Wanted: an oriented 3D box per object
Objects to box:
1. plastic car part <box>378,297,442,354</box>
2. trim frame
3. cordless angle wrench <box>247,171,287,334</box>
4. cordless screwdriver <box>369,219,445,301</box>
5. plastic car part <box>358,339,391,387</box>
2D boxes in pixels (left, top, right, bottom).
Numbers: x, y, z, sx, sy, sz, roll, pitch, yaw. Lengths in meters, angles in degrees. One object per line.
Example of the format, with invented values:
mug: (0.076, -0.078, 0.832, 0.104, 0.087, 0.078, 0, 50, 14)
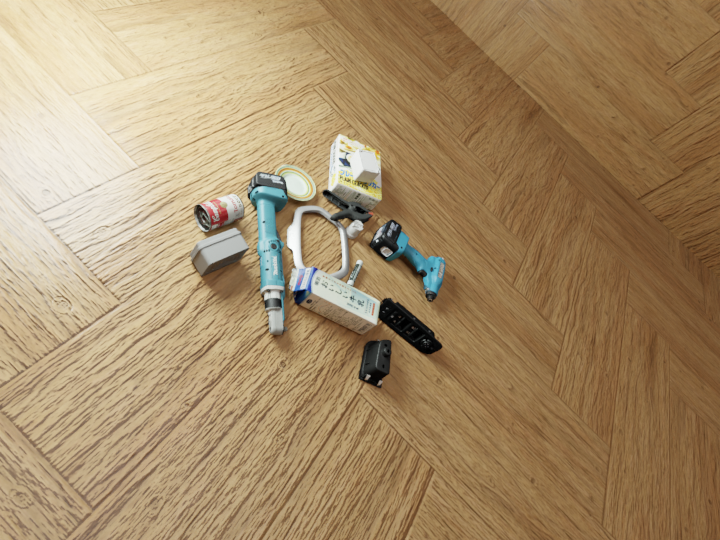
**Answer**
plastic car part: (0.129, 0.146, 1.135, 0.203, 0.067, 0.067, 42, 22, 0)
trim frame: (-0.113, -0.074, 1.151, 0.176, 0.028, 0.256, 12, 56, -26)
cordless angle wrench: (-0.221, -0.049, 1.040, 0.094, 0.075, 0.436, 7, 59, -29)
cordless screwdriver: (0.144, -0.026, 1.248, 0.243, 0.075, 0.160, 35, 48, -13)
plastic car part: (0.047, 0.213, 1.027, 0.064, 0.072, 0.118, 27, 53, -19)
